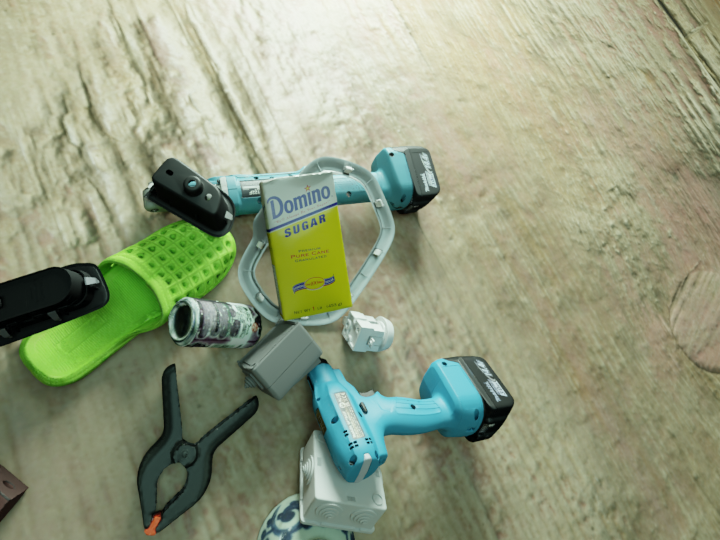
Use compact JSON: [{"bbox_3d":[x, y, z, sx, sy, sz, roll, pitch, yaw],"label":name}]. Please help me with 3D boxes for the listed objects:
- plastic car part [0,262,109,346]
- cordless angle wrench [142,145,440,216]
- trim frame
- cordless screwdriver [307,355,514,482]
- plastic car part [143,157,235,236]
[{"bbox_3d":[-0.375,0.037,0.447,0.201,0.065,0.068,-18,70,-7],"label":"plastic car part"},{"bbox_3d":[-0.091,-0.118,0.618,0.412,0.075,0.100,-8,76,-18],"label":"cordless angle wrench"},{"bbox_3d":[-0.057,-0.037,0.580,0.180,0.028,0.248,36,86,-12],"label":"trim frame"},{"bbox_3d":[0.057,0.160,0.548,0.240,0.073,0.168,-4,38,-25],"label":"cordless screwdriver"},{"bbox_3d":[-0.207,-0.097,0.519,0.118,0.070,0.066,32,74,4],"label":"plastic car part"}]
